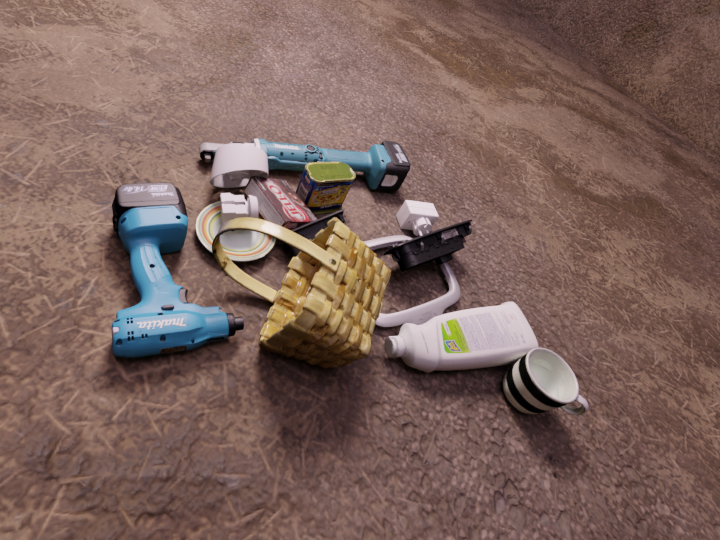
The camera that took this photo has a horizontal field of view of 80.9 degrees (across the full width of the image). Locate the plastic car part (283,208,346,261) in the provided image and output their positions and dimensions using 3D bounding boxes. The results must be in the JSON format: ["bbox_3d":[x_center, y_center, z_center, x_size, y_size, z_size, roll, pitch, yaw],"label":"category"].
[{"bbox_3d":[-0.069,-0.045,0.704,0.115,0.065,0.072,-26,78,-9],"label":"plastic car part"}]

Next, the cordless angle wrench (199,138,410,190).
[{"bbox_3d":[-0.105,-0.223,0.850,0.409,0.073,0.102,-1,52,-21],"label":"cordless angle wrench"}]

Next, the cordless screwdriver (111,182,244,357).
[{"bbox_3d":[-0.260,-0.007,0.586,0.153,0.074,0.259,-4,56,-28],"label":"cordless screwdriver"}]

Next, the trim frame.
[{"bbox_3d":[0.069,0.016,0.742,0.239,0.027,0.192,-14,57,-35],"label":"trim frame"}]

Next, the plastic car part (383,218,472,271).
[{"bbox_3d":[0.127,-0.040,0.767,0.195,0.068,0.068,-14,85,-35],"label":"plastic car part"}]
